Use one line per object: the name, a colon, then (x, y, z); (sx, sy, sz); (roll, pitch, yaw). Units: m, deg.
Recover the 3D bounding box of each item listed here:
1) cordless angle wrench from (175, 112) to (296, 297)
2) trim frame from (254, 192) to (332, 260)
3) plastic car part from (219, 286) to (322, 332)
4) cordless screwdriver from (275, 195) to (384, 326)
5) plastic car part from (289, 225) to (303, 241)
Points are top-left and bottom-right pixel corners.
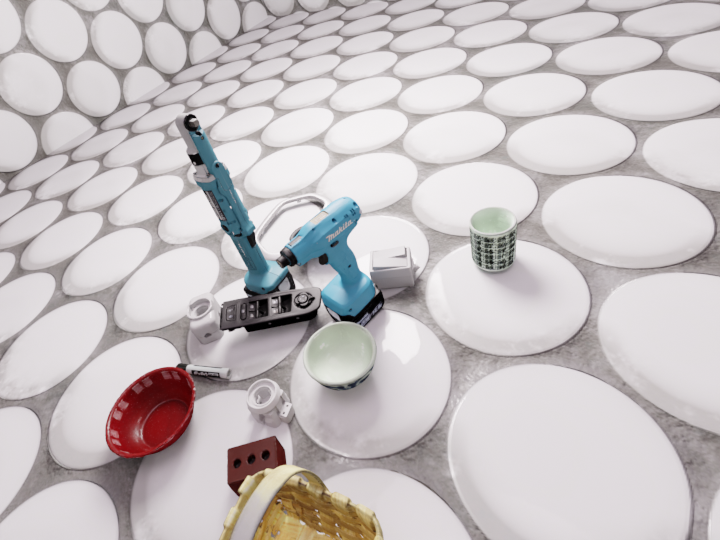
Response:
cordless angle wrench: (-0.230, -0.093, 0.778); (0.103, 0.404, 0.074); (15, 50, 31)
trim frame: (-0.168, -0.113, 1.054); (0.192, 0.026, 0.249); (8, 49, 28)
plastic car part: (-0.169, 0.084, 0.825); (0.205, 0.064, 0.069); (-14, 42, 7)
cordless screwdriver: (-0.047, 0.010, 0.726); (0.157, 0.237, 0.079); (-40, 47, -23)
plastic car part: (-0.092, -0.060, 0.941); (0.120, 0.068, 0.067); (-3, 44, 17)
